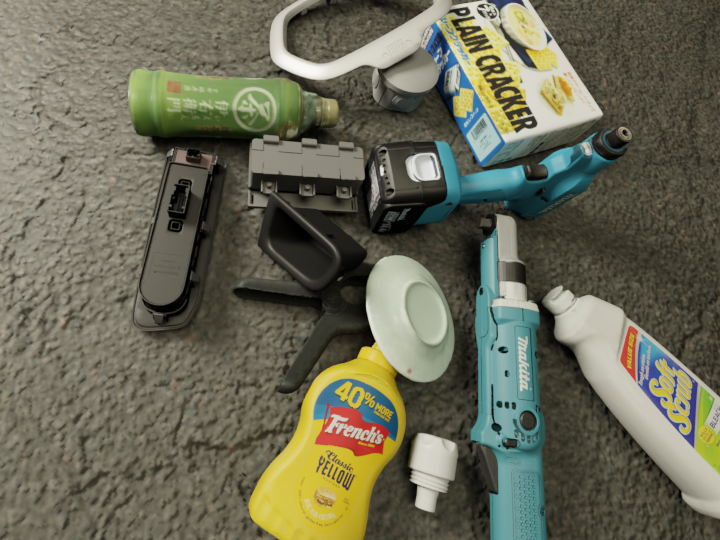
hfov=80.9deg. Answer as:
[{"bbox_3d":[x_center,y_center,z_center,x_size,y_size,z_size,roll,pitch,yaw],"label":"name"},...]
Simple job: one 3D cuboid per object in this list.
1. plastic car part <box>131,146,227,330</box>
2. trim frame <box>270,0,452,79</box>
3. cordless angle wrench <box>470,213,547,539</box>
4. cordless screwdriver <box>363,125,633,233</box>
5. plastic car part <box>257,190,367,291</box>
[{"bbox_3d":[-0.179,-0.041,0.422,0.064,0.068,0.206,10,71,-18],"label":"plastic car part"},{"bbox_3d":[-0.004,-0.323,0.546,0.246,0.026,0.193,-33,61,-11],"label":"trim frame"},{"bbox_3d":[0.140,0.142,0.400,0.096,0.074,0.430,9,70,-10],"label":"cordless angle wrench"},{"bbox_3d":[0.135,-0.101,0.454,0.244,0.159,0.076,-4,75,-13],"label":"cordless screwdriver"},{"bbox_3d":[-0.042,-0.027,0.428,0.068,0.065,0.123,-12,40,-46],"label":"plastic car part"}]
